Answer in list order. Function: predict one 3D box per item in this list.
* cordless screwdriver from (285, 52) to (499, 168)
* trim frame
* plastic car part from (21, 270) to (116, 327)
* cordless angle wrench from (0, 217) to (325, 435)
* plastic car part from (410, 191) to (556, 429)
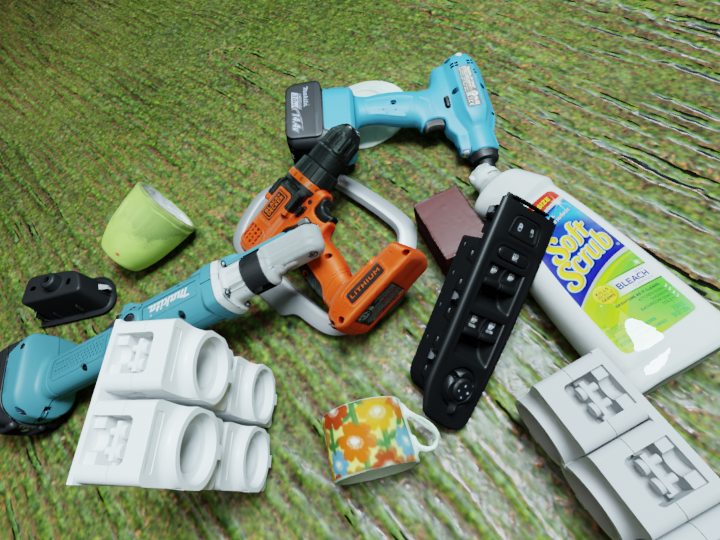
[{"bbox_3d":[0.035,-0.171,0.518,0.250,0.072,0.163,-9,69,3],"label":"cordless screwdriver"},{"bbox_3d":[-0.049,-0.032,0.504,0.261,0.026,0.183,37,77,29],"label":"trim frame"},{"bbox_3d":[-0.392,0.028,0.558,0.119,0.067,0.068,-12,61,14],"label":"plastic car part"},{"bbox_3d":[-0.223,0.060,0.442,0.429,0.070,0.102,-26,58,14],"label":"cordless angle wrench"},{"bbox_3d":[0.095,0.035,0.372,0.070,0.063,0.203,15,83,55],"label":"plastic car part"}]
